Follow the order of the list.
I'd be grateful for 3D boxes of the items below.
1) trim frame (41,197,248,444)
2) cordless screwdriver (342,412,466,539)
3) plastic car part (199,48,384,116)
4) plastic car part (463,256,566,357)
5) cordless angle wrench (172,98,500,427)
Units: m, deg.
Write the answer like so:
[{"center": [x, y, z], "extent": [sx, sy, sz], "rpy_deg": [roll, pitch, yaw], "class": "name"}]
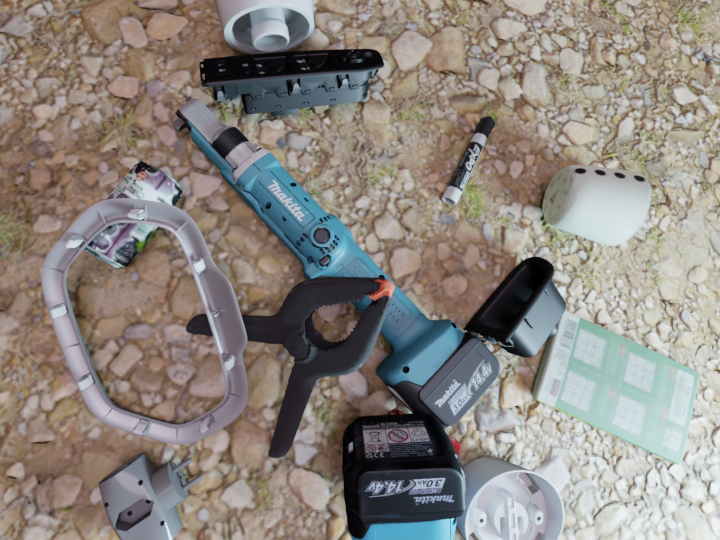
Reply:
[{"center": [-0.198, 0.055, 0.395], "extent": [0.185, 0.028, 0.245], "rpy_deg": [-12, 98, 5], "class": "trim frame"}, {"center": [0.023, 0.259, 0.373], "extent": [0.160, 0.075, 0.245], "rpy_deg": [-8, 101, 2], "class": "cordless screwdriver"}, {"center": [-0.070, -0.209, 0.470], "extent": [0.201, 0.064, 0.069], "rpy_deg": [-13, 40, -8], "class": "plastic car part"}, {"center": [0.185, 0.048, 0.464], "extent": [0.116, 0.068, 0.069], "rpy_deg": [-44, 106, -15], "class": "plastic car part"}, {"center": [-0.043, -0.028, 0.445], "extent": [0.097, 0.074, 0.427], "rpy_deg": [-43, 85, -12], "class": "cordless angle wrench"}]
